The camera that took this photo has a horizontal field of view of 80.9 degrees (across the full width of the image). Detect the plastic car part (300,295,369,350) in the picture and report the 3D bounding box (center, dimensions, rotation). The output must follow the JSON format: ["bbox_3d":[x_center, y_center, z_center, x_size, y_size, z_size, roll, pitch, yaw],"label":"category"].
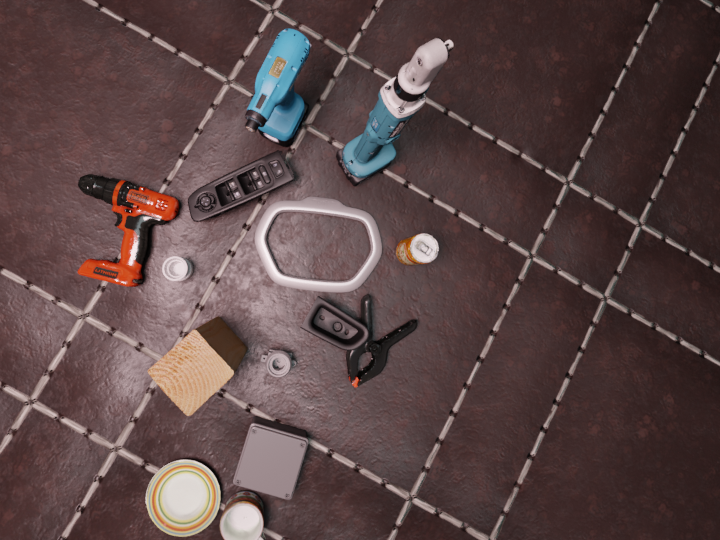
[{"bbox_3d":[-0.047,0.103,0.786,0.116,0.071,0.066,30,84,-3],"label":"plastic car part"}]

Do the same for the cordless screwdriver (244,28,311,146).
[{"bbox_3d":[-0.144,-0.274,0.721,0.074,0.251,0.159,26,84,-8],"label":"cordless screwdriver"}]

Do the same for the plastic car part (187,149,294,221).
[{"bbox_3d":[-0.227,-0.153,0.796,0.202,0.067,0.066,-26,90,-6],"label":"plastic car part"}]

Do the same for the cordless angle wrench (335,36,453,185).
[{"bbox_3d":[0.038,-0.222,0.643,0.097,0.426,0.074,-31,94,-9],"label":"cordless angle wrench"}]

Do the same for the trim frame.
[{"bbox_3d":[-0.080,-0.052,0.819,0.247,0.027,0.185,5,85,-4],"label":"trim frame"}]
